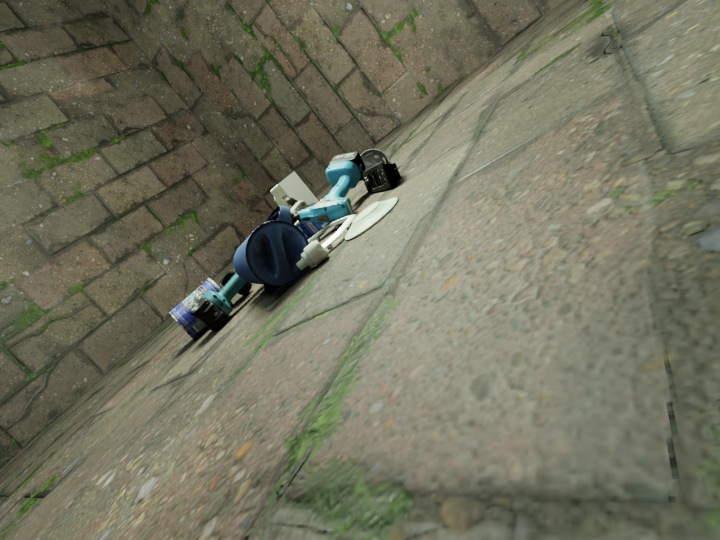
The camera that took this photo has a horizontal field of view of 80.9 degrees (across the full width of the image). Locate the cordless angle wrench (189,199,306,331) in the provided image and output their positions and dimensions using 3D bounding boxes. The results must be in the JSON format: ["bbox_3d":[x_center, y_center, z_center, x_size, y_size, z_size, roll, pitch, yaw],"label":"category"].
[{"bbox_3d":[-0.271,-0.033,1.105,0.422,0.072,0.101,-54,21,-22],"label":"cordless angle wrench"}]

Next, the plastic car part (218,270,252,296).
[{"bbox_3d":[-0.342,0.043,1.182,0.122,0.068,0.066,2,61,57],"label":"plastic car part"}]

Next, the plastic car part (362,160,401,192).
[{"bbox_3d":[0.053,-0.238,1.063,0.066,0.065,0.208,-32,12,-13],"label":"plastic car part"}]

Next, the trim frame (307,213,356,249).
[{"bbox_3d":[-0.096,-0.063,0.978,0.182,0.027,0.257,-44,17,-21],"label":"trim frame"}]

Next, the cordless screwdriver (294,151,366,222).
[{"bbox_3d":[-0.079,-0.219,1.148,0.165,0.071,0.252,-7,43,25],"label":"cordless screwdriver"}]
